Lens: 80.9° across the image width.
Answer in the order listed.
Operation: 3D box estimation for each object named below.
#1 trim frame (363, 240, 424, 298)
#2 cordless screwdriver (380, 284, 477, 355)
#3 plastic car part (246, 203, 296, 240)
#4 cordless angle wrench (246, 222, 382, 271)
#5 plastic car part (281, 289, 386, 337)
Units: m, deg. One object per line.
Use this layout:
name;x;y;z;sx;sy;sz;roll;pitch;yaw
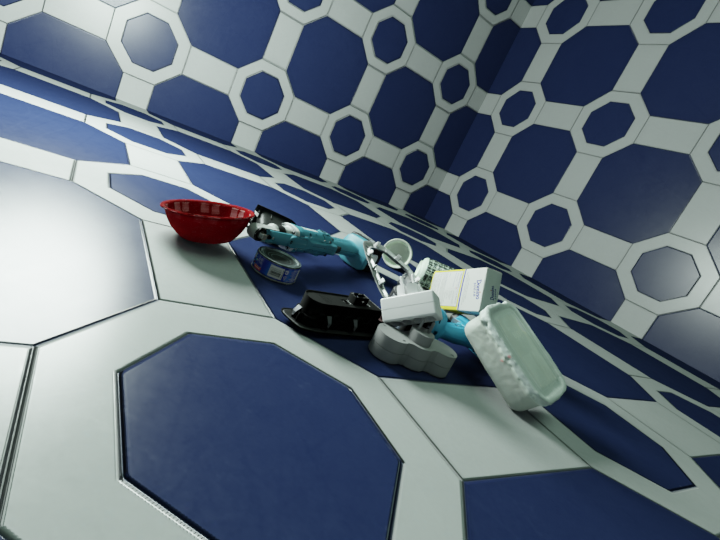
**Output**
trim frame;0.080;0.019;0.922;0.176;0.028;0.259;25;30;-29
cordless screwdriver;0.148;0.098;0.789;0.238;0.074;0.167;22;13;-26
plastic car part;-0.192;-0.087;0.945;0.113;0.066;0.073;23;28;-19
cordless angle wrench;-0.089;-0.058;0.912;0.103;0.074;0.402;33;13;29
plastic car part;-0.025;0.066;0.647;0.192;0.067;0.070;8;29;-42
